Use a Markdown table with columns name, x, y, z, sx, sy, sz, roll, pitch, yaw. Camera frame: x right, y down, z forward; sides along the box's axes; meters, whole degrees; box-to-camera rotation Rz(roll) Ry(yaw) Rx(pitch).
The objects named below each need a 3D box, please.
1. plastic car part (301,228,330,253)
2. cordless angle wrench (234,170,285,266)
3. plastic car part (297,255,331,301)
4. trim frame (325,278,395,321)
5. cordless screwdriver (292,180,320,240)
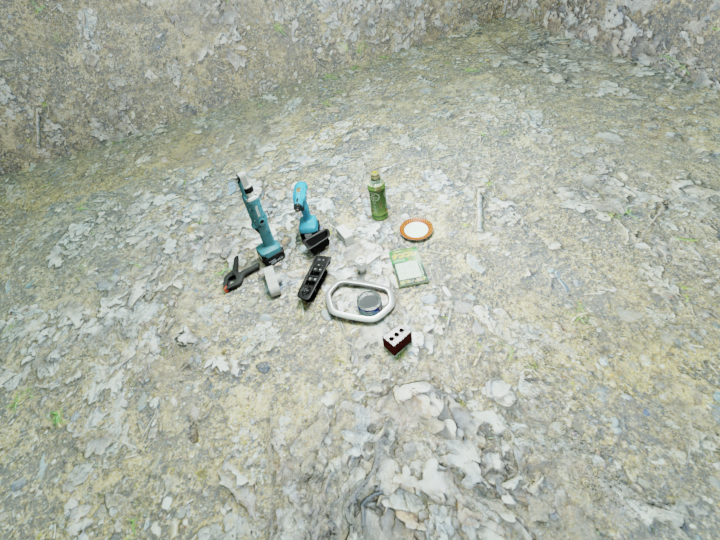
| name | x | y | z | sx | sy | sz | roll | pitch | yaw |
| --- | --- | --- | --- | --- | --- | --- | --- | --- | --- |
| plastic car part | -0.164 | -0.107 | 1.677 | 0.115 | 0.068 | 0.070 | -30 | 47 | -16 |
| cordless angle wrench | -0.380 | -0.192 | 1.576 | 0.096 | 0.405 | 0.079 | -31 | 48 | -19 |
| plastic car part | -0.168 | 0.036 | 1.542 | 0.069 | 0.064 | 0.204 | 10 | 50 | 21 |
| trim frame | -0.004 | 0.099 | 1.465 | 0.257 | 0.026 | 0.186 | 6 | 48 | 19 |
| cordless screwdriver | -0.220 | -0.212 | 1.672 | 0.075 | 0.238 | 0.164 | -5 | 45 | 6 |
